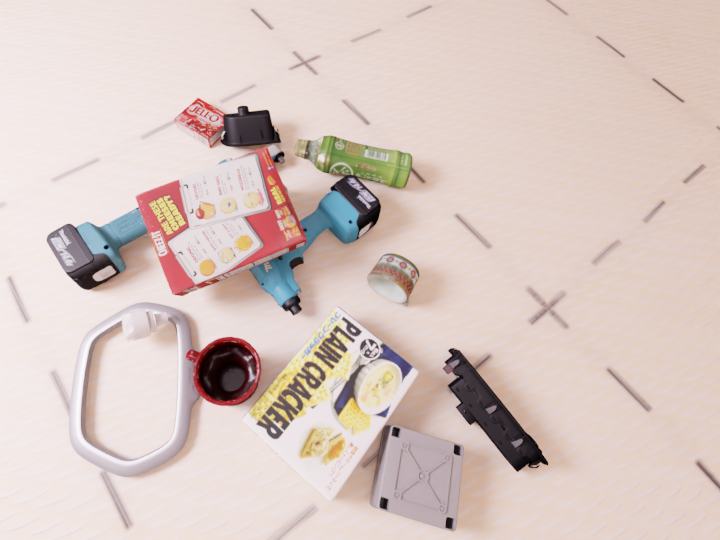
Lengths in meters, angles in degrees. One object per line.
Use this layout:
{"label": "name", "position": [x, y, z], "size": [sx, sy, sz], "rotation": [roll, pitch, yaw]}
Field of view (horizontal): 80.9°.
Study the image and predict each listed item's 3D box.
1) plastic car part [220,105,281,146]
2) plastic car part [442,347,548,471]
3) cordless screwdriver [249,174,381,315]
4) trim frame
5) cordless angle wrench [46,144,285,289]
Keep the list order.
{"label": "plastic car part", "position": [-0.215, -0.282, 0.817], "size": [0.115, 0.069, 0.069], "rotation": [-6, 33, -10]}
{"label": "plastic car part", "position": [0.192, 0.214, 0.635], "size": [0.066, 0.065, 0.209], "rotation": [-39, 74, -11]}
{"label": "cordless screwdriver", "position": [-0.071, -0.047, 0.729], "size": [0.246, 0.073, 0.164], "rotation": [-34, 73, -15]}
{"label": "trim frame", "position": [-0.331, 0.167, 0.629], "size": [0.182, 0.027, 0.256], "rotation": [-7, 64, -7]}
{"label": "cordless angle wrench", "position": [-0.313, -0.122, 0.746], "size": [0.417, 0.073, 0.101], "rotation": [-36, 75, -22]}
